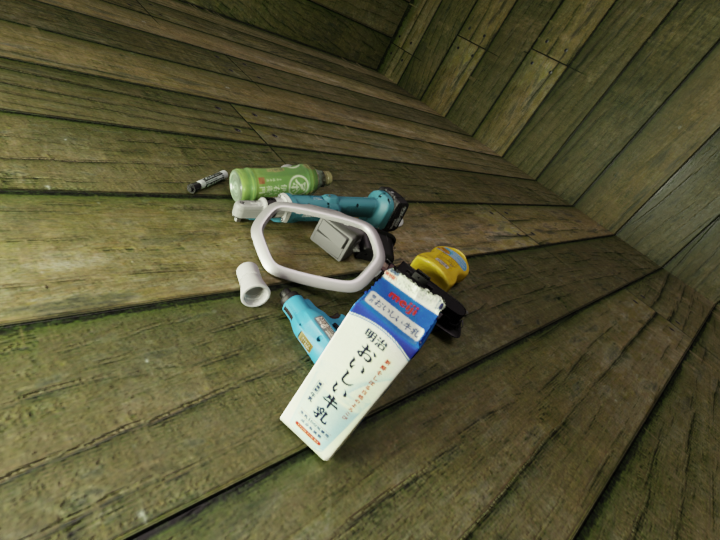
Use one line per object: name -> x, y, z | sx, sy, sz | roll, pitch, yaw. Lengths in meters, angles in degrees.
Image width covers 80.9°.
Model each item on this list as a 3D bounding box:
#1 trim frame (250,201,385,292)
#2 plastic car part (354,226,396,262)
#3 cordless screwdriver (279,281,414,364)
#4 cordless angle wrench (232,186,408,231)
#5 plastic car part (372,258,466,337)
trim frame -> -0.075, -0.049, 0.763 | 0.246, 0.027, 0.188 | 10, 56, -5
plastic car part -> 0.031, -0.044, 0.887 | 0.112, 0.066, 0.073 | 18, 47, -26
cordless screwdriver -> -0.001, 0.070, 0.671 | 0.239, 0.074, 0.167 | -13, 50, -43
cordless angle wrench -> -0.074, -0.131, 0.898 | 0.404, 0.097, 0.078 | -6, 43, -39
plastic car part -> 0.114, 0.041, 0.790 | 0.207, 0.067, 0.065 | 40, 28, 9
